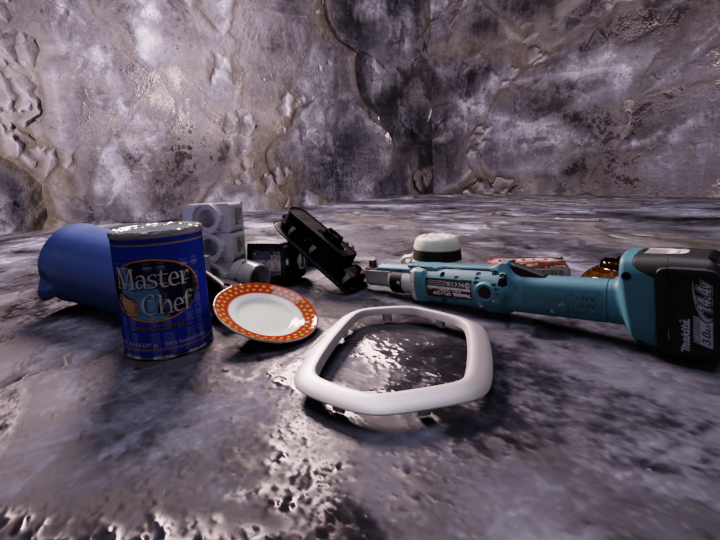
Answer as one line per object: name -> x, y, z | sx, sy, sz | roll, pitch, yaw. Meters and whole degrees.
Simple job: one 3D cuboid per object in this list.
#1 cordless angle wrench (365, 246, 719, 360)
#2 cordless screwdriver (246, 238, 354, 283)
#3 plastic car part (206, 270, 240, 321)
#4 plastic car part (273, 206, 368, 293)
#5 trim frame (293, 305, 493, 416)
cordless angle wrench -> 0.169, 0.020, 0.531 | 0.444, 0.097, 0.071 | 4, 12, 45
cordless screwdriver -> -0.113, -0.032, 0.843 | 0.163, 0.074, 0.245 | 0, 9, 14
plastic car part -> -0.193, 0.037, 0.607 | 0.067, 0.066, 0.123 | 6, 6, -41
plastic car part -> -0.070, -0.046, 0.716 | 0.213, 0.066, 0.064 | 37, 36, 28
trim frame -> 0.033, 0.079, 0.425 | 0.189, 0.027, 0.245 | 1, 15, 15
